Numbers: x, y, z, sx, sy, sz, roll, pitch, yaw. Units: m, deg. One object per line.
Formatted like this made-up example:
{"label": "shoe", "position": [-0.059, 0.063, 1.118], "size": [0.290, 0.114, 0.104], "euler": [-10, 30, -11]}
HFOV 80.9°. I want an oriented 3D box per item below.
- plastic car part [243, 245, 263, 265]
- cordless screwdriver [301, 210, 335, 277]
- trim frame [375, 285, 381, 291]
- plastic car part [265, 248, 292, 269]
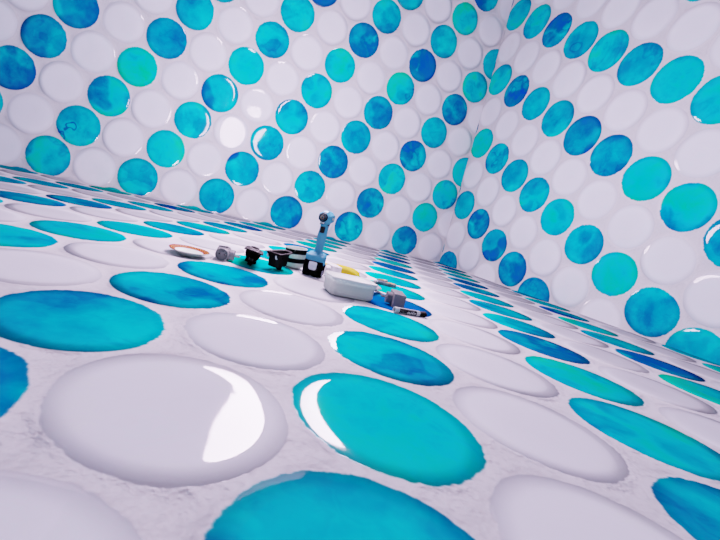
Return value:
{"label": "plastic car part", "position": [-0.377, -0.053, 1.486], "size": [0.065, 0.067, 0.208], "euler": [13, 7, -13]}
{"label": "cordless screwdriver", "position": [-0.152, -0.099, 1.555], "size": [0.075, 0.248, 0.158], "euler": [15, 6, 3]}
{"label": "trim frame", "position": [-0.026, 0.047, 1.558], "size": [0.192, 0.027, 0.239], "euler": [18, 8, 24]}
{"label": "plastic car part", "position": [-0.291, -0.037, 1.515], "size": [0.069, 0.070, 0.112], "euler": [17, 7, 21]}
